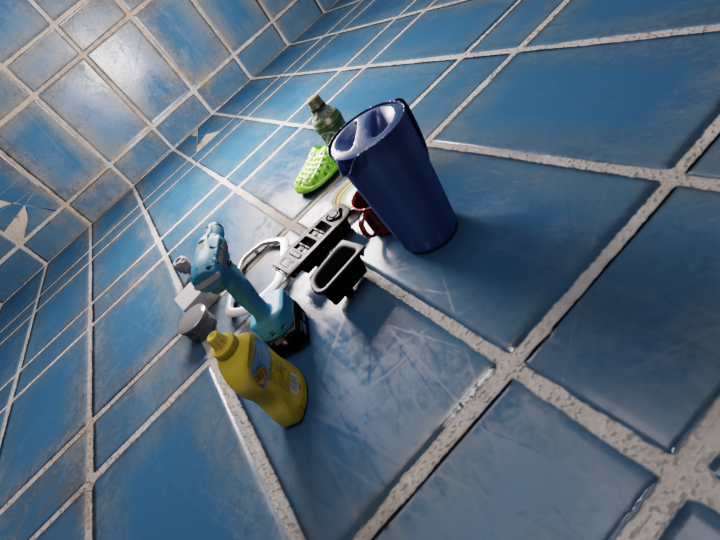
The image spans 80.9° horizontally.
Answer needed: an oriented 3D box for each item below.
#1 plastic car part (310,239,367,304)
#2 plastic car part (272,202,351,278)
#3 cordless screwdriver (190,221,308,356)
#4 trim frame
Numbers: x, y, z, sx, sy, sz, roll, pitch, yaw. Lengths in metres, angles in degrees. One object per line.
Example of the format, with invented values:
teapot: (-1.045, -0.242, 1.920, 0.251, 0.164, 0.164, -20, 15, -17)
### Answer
plastic car part: (-0.033, 0.012, 0.757, 0.069, 0.067, 0.116, 17, 64, 50)
plastic car part: (-0.086, -0.056, 0.879, 0.202, 0.064, 0.070, -50, 36, -13)
cordless screwdriver: (-0.191, 0.030, 0.736, 0.075, 0.236, 0.166, -32, 35, 11)
trim frame: (-0.240, 0.009, 0.979, 0.187, 0.026, 0.257, -26, 38, 18)
